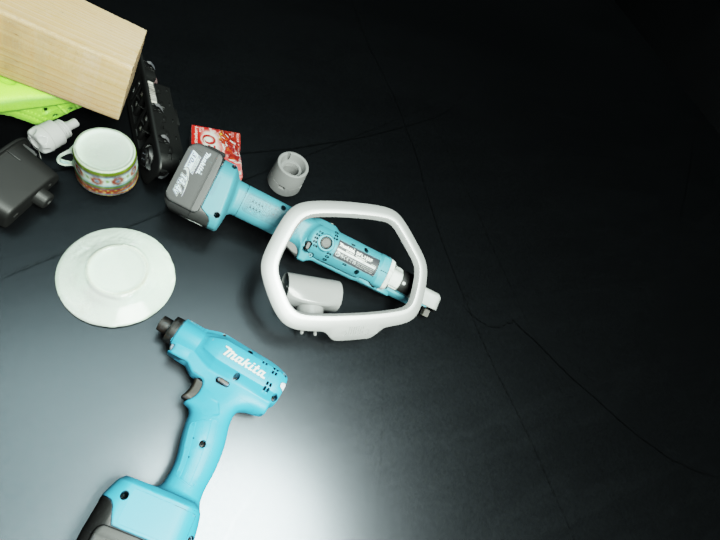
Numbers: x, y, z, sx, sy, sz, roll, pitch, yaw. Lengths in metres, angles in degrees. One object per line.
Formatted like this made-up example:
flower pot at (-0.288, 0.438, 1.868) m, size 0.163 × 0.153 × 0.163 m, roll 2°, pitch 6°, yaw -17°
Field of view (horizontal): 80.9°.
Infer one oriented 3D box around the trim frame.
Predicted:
trim frame at (-0.013, -0.001, 0.562) m, size 0.239 × 0.028 × 0.186 m, roll 0°, pitch 80°, yaw -28°

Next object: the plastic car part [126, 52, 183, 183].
plastic car part at (-0.294, -0.208, 0.604) m, size 0.063 × 0.068 × 0.210 m, roll 15°, pitch 51°, yaw -51°

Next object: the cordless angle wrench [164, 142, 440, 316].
cordless angle wrench at (-0.059, -0.038, 0.599) m, size 0.411 × 0.076 × 0.098 m, roll 26°, pitch 84°, yaw -15°

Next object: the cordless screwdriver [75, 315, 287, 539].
cordless screwdriver at (-0.190, 0.170, 0.420) m, size 0.157 × 0.075 × 0.250 m, roll 31°, pitch 50°, yaw -7°

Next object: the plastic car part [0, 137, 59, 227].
plastic car part at (-0.400, -0.097, 0.491) m, size 0.068 × 0.068 × 0.117 m, roll 42°, pitch 48°, yaw -20°
